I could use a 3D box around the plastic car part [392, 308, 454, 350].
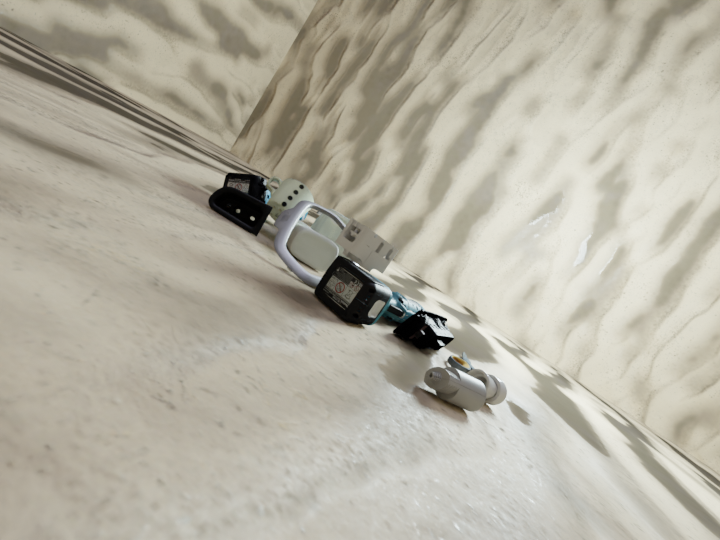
[{"bbox_3d":[0.134,0.117,0.797,0.070,0.066,0.194,46,11,22],"label":"plastic car part"}]

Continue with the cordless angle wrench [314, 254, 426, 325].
[{"bbox_3d":[0.064,0.070,0.805,0.103,0.074,0.401,36,5,31],"label":"cordless angle wrench"}]

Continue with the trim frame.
[{"bbox_3d":[-0.078,-0.051,0.802,0.180,0.028,0.251,35,34,-12],"label":"trim frame"}]

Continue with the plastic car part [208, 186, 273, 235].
[{"bbox_3d":[-0.243,-0.122,0.853,0.116,0.066,0.071,29,-8,-3],"label":"plastic car part"}]

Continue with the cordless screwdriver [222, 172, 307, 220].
[{"bbox_3d":[-0.250,-0.172,1.036,0.165,0.074,0.239,9,-1,22],"label":"cordless screwdriver"}]
